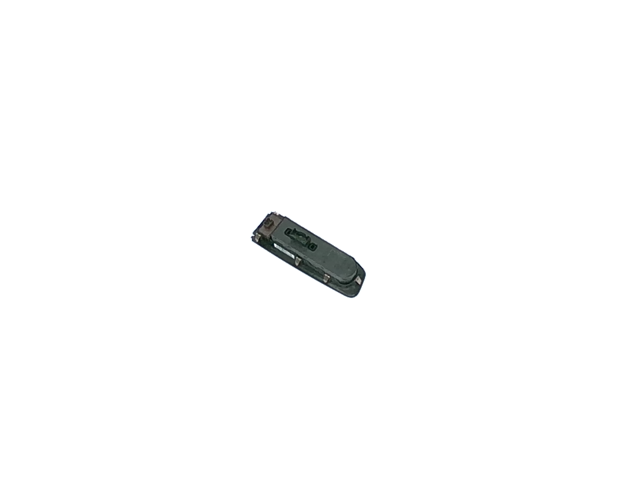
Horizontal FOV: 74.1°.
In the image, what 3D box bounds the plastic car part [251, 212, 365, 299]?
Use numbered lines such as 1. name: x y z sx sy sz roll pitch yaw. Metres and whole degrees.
1. plastic car part: -0.014 0.016 0.682 0.203 0.066 0.067 33 -28 11
